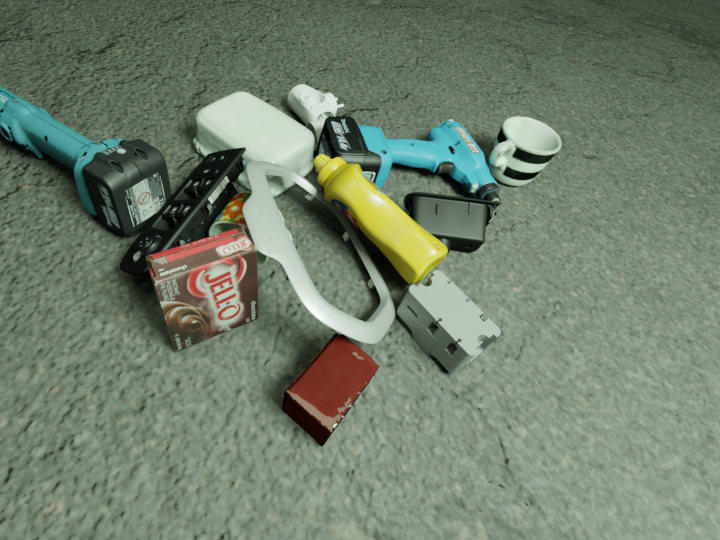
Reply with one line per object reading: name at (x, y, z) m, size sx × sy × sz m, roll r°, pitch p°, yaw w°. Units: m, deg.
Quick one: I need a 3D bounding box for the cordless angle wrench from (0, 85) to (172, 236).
cordless angle wrench at (-0.419, -0.182, 0.533) m, size 0.437 × 0.096 × 0.073 m, roll 29°, pitch 49°, yaw 17°

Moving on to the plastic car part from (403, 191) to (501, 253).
plastic car part at (0.111, -0.054, 0.543) m, size 0.116 × 0.065 × 0.072 m, roll 6°, pitch 66°, yaw -2°

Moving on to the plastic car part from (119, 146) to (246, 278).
plastic car part at (-0.195, -0.061, 0.487) m, size 0.069 × 0.064 × 0.204 m, roll 5°, pitch 48°, yaw 24°

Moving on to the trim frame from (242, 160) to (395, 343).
trim frame at (-0.045, -0.029, 0.457) m, size 0.174 × 0.028 × 0.259 m, roll 17°, pitch 39°, yaw -50°

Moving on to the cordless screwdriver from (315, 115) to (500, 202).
cordless screwdriver at (0.069, -0.147, 0.597) m, size 0.242 × 0.073 × 0.166 m, roll -7°, pitch 54°, yaw -20°
